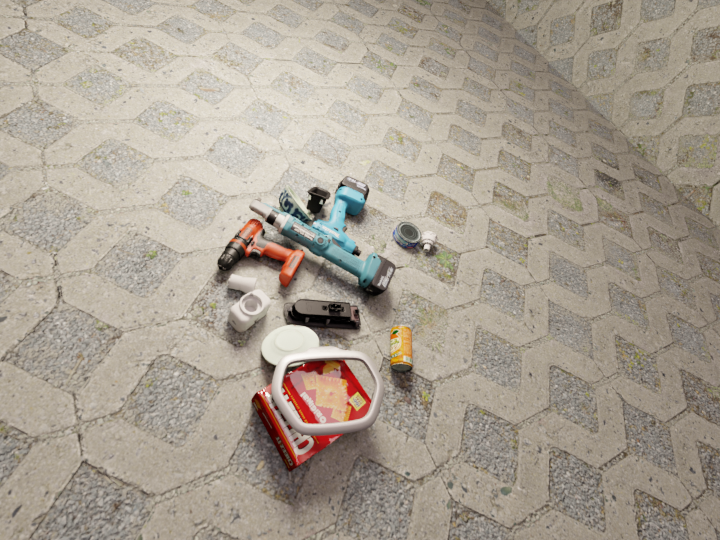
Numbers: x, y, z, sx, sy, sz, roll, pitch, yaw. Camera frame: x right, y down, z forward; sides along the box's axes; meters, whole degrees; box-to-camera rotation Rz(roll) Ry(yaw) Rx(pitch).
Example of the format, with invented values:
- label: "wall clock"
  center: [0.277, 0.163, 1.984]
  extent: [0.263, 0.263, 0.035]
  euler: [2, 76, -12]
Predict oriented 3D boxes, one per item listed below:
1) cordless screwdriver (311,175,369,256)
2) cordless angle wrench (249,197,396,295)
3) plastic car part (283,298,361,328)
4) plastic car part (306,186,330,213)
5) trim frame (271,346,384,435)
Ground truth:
- label: "cordless screwdriver"
  center: [-0.037, -0.158, 1.255]
  extent: [0.159, 0.074, 0.250]
  euler: [27, 54, -2]
- label: "cordless angle wrench"
  center: [-0.111, -0.072, 1.133]
  extent: [0.421, 0.074, 0.098]
  euler: [30, 67, -3]
- label: "plastic car part"
  center: [-0.089, 0.105, 1.051]
  extent: [0.198, 0.067, 0.068]
  euler: [4, 63, -16]
- label: "plastic car part"
  center: [-0.128, -0.201, 1.238]
  extent: [0.066, 0.070, 0.117]
  euler: [21, 16, -2]
- label: "trim frame"
  center: [-0.064, 0.245, 0.884]
  extent: [0.242, 0.027, 0.191]
  euler: [-1, 57, -18]
